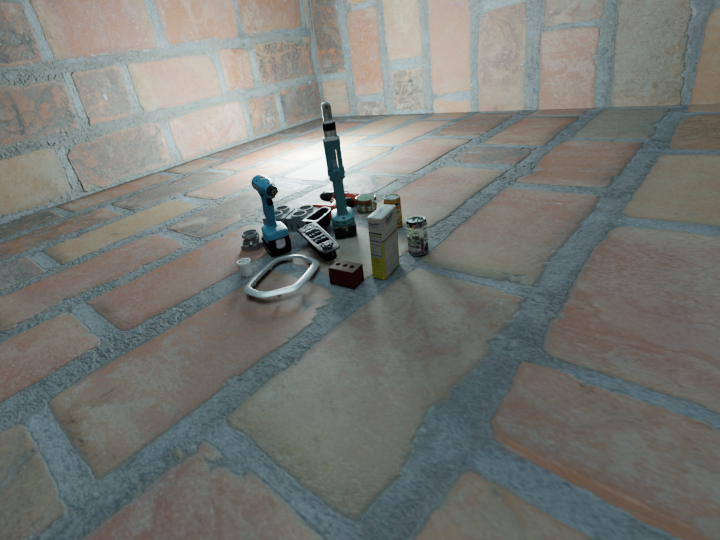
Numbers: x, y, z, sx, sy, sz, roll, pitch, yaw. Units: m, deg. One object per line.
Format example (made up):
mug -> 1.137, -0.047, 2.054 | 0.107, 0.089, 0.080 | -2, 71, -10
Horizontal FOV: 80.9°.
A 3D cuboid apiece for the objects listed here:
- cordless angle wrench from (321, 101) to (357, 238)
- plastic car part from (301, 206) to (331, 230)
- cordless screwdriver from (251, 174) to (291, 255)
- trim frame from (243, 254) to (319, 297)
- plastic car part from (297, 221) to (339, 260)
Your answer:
cordless angle wrench -> -0.076, -0.307, 1.318 | 0.074, 0.410, 0.101 | -9, 25, -2
plastic car part -> -0.136, -0.163, 1.433 | 0.069, 0.069, 0.114 | 9, 33, 32
cordless screwdriver -> -0.269, -0.164, 1.298 | 0.073, 0.241, 0.168 | -19, 28, -22
trim frame -> -0.219, 0.013, 1.181 | 0.190, 0.027, 0.248 | 1, 30, 20
plastic car part -> -0.126, -0.082, 1.286 | 0.065, 0.065, 0.214 | -20, 29, -20
